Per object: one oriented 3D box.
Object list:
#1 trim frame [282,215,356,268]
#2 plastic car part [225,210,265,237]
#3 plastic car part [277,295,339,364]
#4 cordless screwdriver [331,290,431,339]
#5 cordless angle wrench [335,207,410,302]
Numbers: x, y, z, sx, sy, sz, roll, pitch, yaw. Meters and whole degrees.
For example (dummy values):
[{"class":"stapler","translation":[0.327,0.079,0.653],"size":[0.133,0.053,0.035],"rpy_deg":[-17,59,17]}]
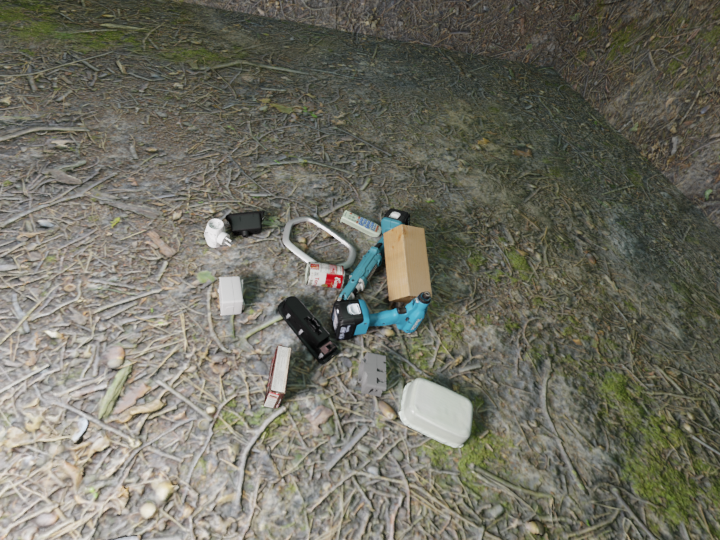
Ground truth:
[{"class":"trim frame","translation":[-0.128,-0.084,1.308],"size":[0.256,0.027,0.182],"rpy_deg":[33,49,16]},{"class":"plastic car part","translation":[-0.343,-0.134,1.273],"size":[0.113,0.066,0.073],"rpy_deg":[-10,68,-21]},{"class":"plastic car part","translation":[-0.139,0.140,1.082],"size":[0.065,0.065,0.212],"rpy_deg":[-32,62,-30]},{"class":"cordless screwdriver","translation":[0.055,0.110,1.097],"size":[0.243,0.156,0.077],"rpy_deg":[-1,51,-16]},{"class":"cordless angle wrench","translation":[0.035,-0.033,1.272],"size":[0.077,0.094,0.421],"rpy_deg":[17,49,22]}]
